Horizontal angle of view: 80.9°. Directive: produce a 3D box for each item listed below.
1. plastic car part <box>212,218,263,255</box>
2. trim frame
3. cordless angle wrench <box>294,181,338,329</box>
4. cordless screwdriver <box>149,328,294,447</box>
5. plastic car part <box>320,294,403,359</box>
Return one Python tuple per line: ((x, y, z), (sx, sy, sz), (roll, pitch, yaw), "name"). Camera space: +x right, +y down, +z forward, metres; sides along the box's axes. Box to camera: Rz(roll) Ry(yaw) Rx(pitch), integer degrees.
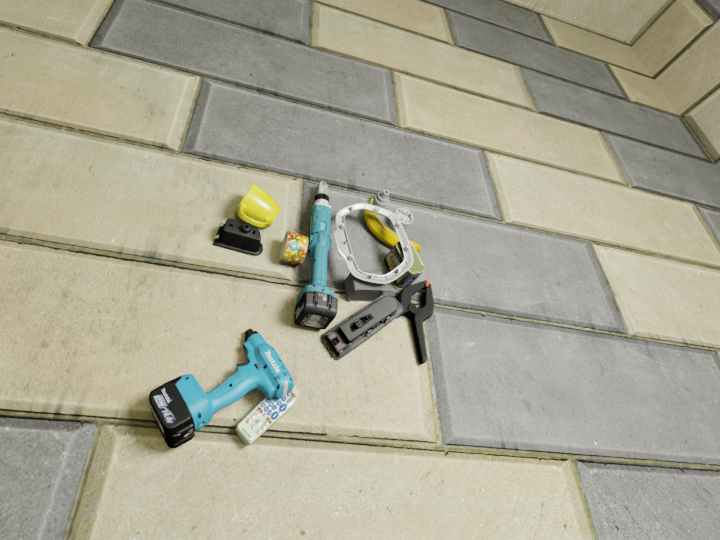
((-0.280, -0.086, 0.994), (0.115, 0.070, 0.067), (16, 56, -7), "plastic car part")
((0.028, -0.075, 1.036), (0.181, 0.027, 0.258), (-7, 57, -10), "trim frame")
((-0.101, -0.066, 1.035), (0.072, 0.098, 0.436), (13, 51, -19), "cordless angle wrench")
((-0.267, 0.207, 0.798), (0.241, 0.073, 0.168), (-20, 49, -31), "cordless screwdriver")
((0.011, 0.112, 0.947), (0.199, 0.065, 0.069), (-30, 64, -22), "plastic car part")
